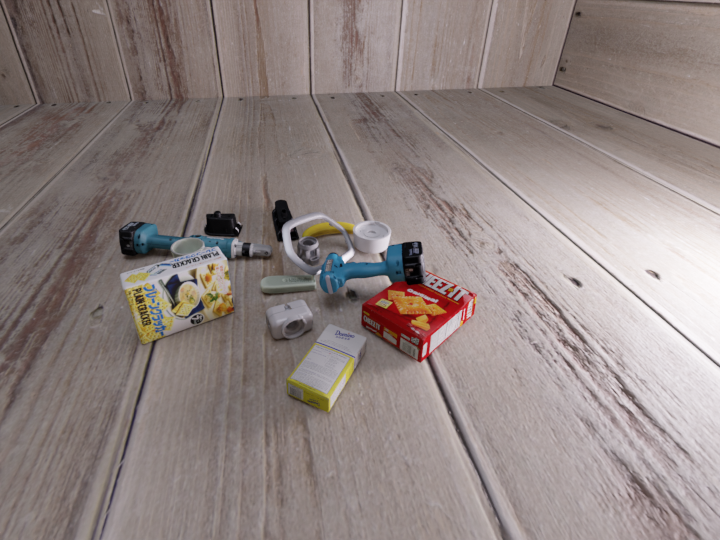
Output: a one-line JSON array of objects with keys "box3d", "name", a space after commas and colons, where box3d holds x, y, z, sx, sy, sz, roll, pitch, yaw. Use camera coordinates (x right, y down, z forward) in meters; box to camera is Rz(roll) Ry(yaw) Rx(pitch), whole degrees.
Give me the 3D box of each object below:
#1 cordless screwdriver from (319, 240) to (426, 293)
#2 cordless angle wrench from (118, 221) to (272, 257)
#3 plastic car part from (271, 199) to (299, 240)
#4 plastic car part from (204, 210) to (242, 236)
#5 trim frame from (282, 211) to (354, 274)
[{"box3d": [0.027, -0.017, 1.021, 0.252, 0.072, 0.162, -9, 27, 9], "name": "cordless screwdriver"}, {"box3d": [-0.459, -0.074, 1.195, 0.425, 0.073, 0.099, 6, 25, 3], "name": "cordless angle wrench"}, {"box3d": [-0.245, -0.167, 1.336, 0.066, 0.065, 0.212, -14, 34, -9], "name": "plastic car part"}, {"box3d": [-0.429, -0.149, 1.300, 0.117, 0.069, 0.068, 4, 33, 0], "name": "plastic car part"}, {"box3d": [-0.111, -0.073, 1.138, 0.188, 0.028, 0.241, 51, 39, 9], "name": "trim frame"}]
